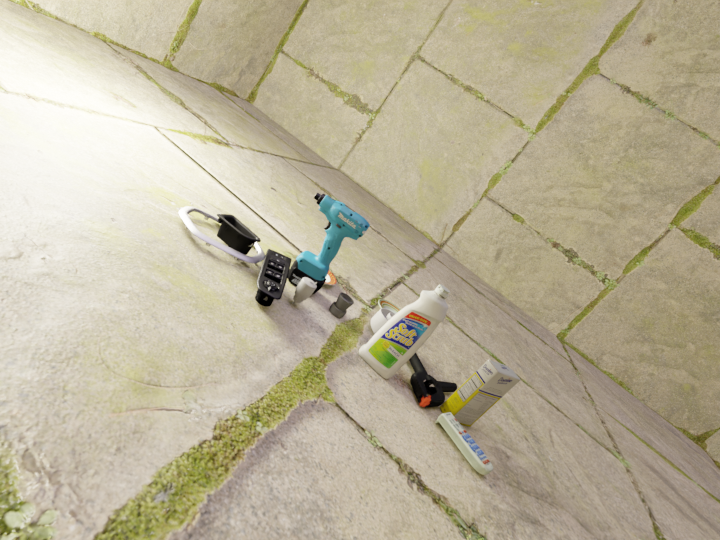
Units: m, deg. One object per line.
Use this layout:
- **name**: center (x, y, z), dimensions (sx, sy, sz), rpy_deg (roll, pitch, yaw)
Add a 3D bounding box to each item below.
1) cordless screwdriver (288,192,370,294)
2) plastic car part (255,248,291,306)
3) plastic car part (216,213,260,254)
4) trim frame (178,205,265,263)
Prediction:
- **cordless screwdriver**: center (-0.108, -0.071, 1.106), dimensions (0.160, 0.249, 0.074), rpy_deg (37, 17, 1)
- **plastic car part**: center (-0.210, 0.019, 0.983), dimensions (0.064, 0.067, 0.208), rpy_deg (31, 17, -17)
- **plastic car part**: center (-0.313, -0.082, 1.053), dimensions (0.120, 0.071, 0.064), rpy_deg (41, 18, 17)
- **trim frame**: center (-0.349, -0.089, 1.078), dimensions (0.238, 0.027, 0.192), rpy_deg (27, 19, -27)
